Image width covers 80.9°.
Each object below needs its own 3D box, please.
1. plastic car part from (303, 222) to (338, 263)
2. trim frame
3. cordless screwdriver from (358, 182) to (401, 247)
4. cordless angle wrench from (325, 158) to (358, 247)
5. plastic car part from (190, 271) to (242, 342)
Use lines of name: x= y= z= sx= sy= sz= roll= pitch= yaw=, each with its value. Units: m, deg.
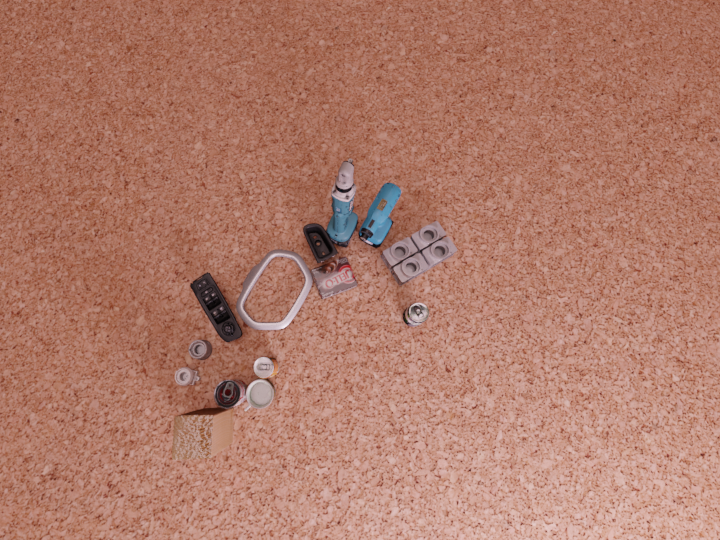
plastic car part: x=-0.119 y=-0.078 z=1.221 sx=0.065 sy=0.070 sz=0.119 roll=-27 pitch=76 yaw=-8
trim frame: x=-0.247 y=0.054 z=1.208 sx=0.187 sy=0.027 sz=0.249 roll=27 pitch=76 yaw=9
cordless screwdriver: x=0.038 y=-0.121 z=1.138 sx=0.075 sy=0.245 sz=0.159 roll=29 pitch=77 yaw=4
cordless angle wrench: x=-0.044 y=-0.162 z=1.063 sx=0.075 sy=0.417 sz=0.098 roll=26 pitch=77 yaw=2
plastic car part: x=-0.396 y=0.109 z=1.177 sx=0.066 sy=0.066 sz=0.208 roll=-32 pitch=76 yaw=-9
